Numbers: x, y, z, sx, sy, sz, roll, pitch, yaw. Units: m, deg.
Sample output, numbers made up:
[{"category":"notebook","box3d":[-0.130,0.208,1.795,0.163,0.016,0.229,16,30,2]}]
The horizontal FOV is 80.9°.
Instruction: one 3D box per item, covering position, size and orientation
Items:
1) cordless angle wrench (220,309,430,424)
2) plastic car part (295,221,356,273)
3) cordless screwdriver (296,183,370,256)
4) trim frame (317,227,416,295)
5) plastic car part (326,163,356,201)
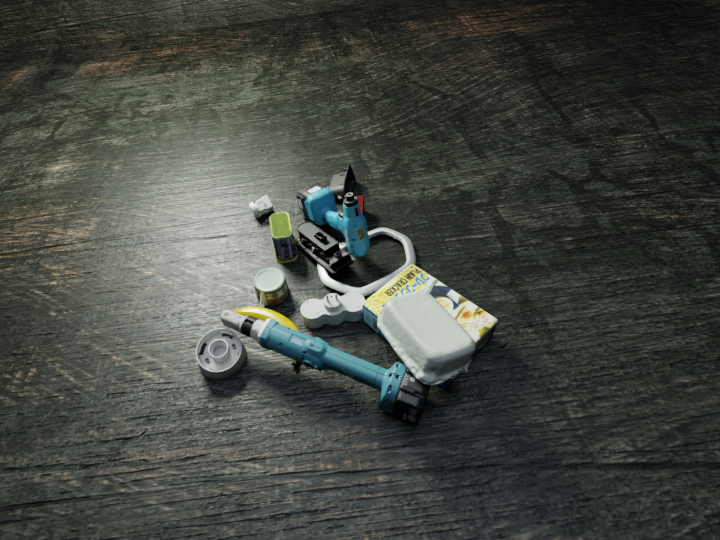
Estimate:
[{"category":"cordless angle wrench","box3d":[-0.085,0.156,0.791,0.438,0.094,0.074,18,53,18]},{"category":"plastic car part","box3d":[-0.100,-0.065,1.022,0.066,0.064,0.215,-37,39,-15]},{"category":"cordless screwdriver","box3d":[-0.070,-0.151,1.036,0.073,0.153,0.263,-27,40,-21]},{"category":"trim frame","box3d":[0.016,-0.025,1.013,0.245,0.026,0.194,-29,51,-17]},{"category":"plastic car part","box3d":[-0.061,-0.240,1.207,0.073,0.063,0.118,-3,48,23]}]
